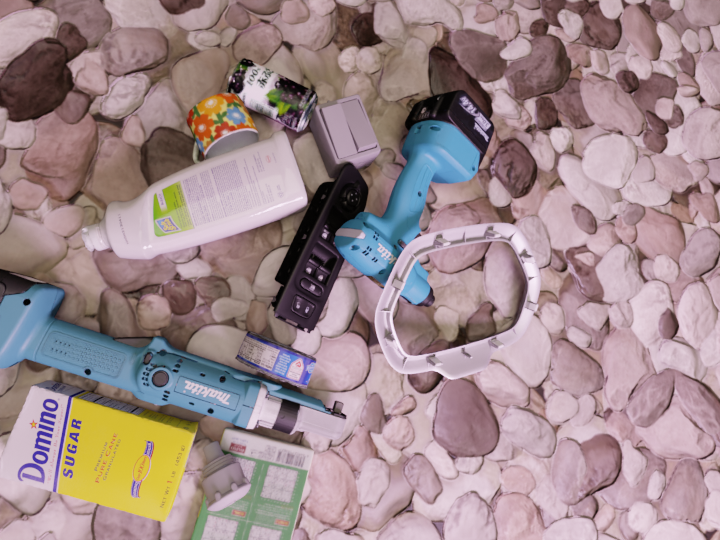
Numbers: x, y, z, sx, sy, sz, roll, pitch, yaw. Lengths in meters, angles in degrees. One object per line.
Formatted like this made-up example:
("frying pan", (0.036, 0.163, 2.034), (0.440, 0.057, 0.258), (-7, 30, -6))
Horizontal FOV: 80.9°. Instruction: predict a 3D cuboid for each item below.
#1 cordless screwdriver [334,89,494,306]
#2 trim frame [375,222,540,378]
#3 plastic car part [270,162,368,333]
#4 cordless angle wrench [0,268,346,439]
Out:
("cordless screwdriver", (0.084, -0.086, 0.526), (0.151, 0.078, 0.249), (38, 74, -30))
("trim frame", (0.127, 0.038, 0.506), (0.241, 0.029, 0.181), (-9, 105, -24))
("plastic car part", (-0.050, -0.033, 0.509), (0.063, 0.070, 0.203), (34, 76, -35))
("cordless angle wrench", (-0.214, 0.111, 0.461), (0.417, 0.075, 0.098), (20, 79, -7))
